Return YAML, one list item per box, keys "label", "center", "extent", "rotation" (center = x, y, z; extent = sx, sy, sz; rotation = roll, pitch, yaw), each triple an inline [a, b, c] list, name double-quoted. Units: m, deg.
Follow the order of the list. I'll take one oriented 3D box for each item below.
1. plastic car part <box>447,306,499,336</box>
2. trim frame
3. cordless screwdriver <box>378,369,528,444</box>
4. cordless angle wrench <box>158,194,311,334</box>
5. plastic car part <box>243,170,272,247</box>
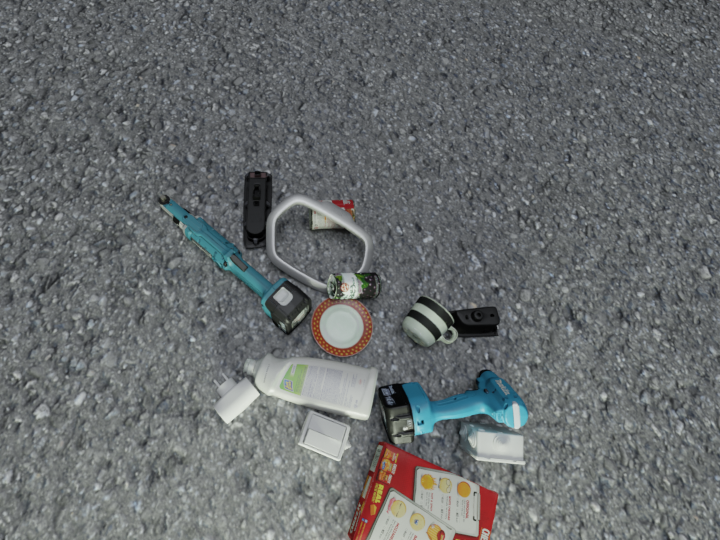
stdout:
- label: "plastic car part"
  center: [0.241, 0.102, 0.888]
  extent: [0.115, 0.070, 0.068]
  rotation: [-2, 66, -10]
- label: "trim frame"
  center: [-0.090, -0.059, 0.919]
  extent: [0.247, 0.028, 0.184]
  rotation: [30, 89, -3]
- label: "cordless screwdriver"
  center: [0.161, 0.243, 0.798]
  extent: [0.250, 0.161, 0.073]
  rotation: [-8, 102, 2]
- label: "cordless angle wrench"
  center: [-0.286, -0.032, 0.903]
  extent: [0.436, 0.095, 0.074]
  rotation: [38, 67, 16]
- label: "plastic car part"
  center: [-0.236, -0.149, 0.971]
  extent: [0.065, 0.067, 0.207]
  rotation: [2, 68, -14]
